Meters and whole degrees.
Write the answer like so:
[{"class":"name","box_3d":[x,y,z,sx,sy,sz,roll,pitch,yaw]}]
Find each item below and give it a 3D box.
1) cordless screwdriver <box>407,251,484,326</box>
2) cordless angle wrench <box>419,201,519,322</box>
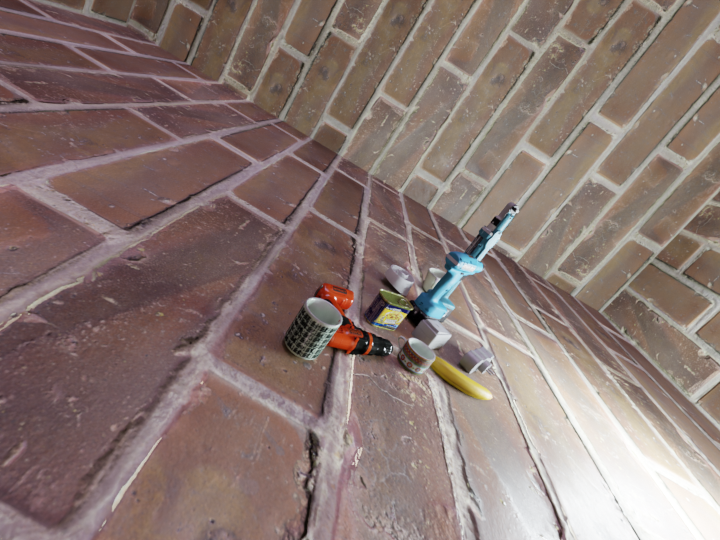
[{"class":"cordless screwdriver","box_3d":[0.248,0.058,1.221,0.151,0.248,0.078,13,29,-43]},{"class":"cordless angle wrench","box_3d":[0.328,-0.027,1.279,0.071,0.423,0.102,22,23,-29]}]
